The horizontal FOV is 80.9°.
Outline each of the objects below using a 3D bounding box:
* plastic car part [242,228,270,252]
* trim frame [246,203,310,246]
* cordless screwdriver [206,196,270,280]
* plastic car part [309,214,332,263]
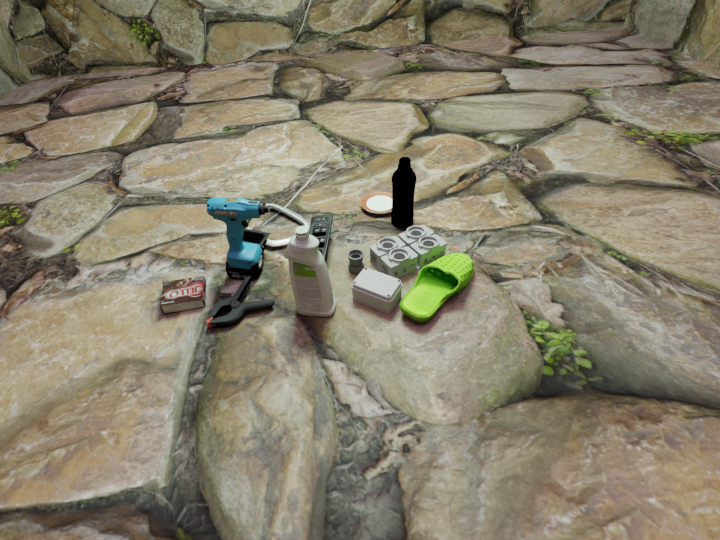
[{"bbox_3d":[-0.327,-0.078,1.247,0.120,0.068,0.066,10,43,17],"label":"plastic car part"},{"bbox_3d":[-0.273,-0.148,1.351,0.262,0.026,0.181,28,52,32],"label":"trim frame"},{"bbox_3d":[-0.303,-0.085,1.123,0.162,0.240,0.076,5,41,9],"label":"cordless screwdriver"},{"bbox_3d":[-0.120,-0.078,1.225,0.067,0.065,0.208,0,42,4],"label":"plastic car part"}]
